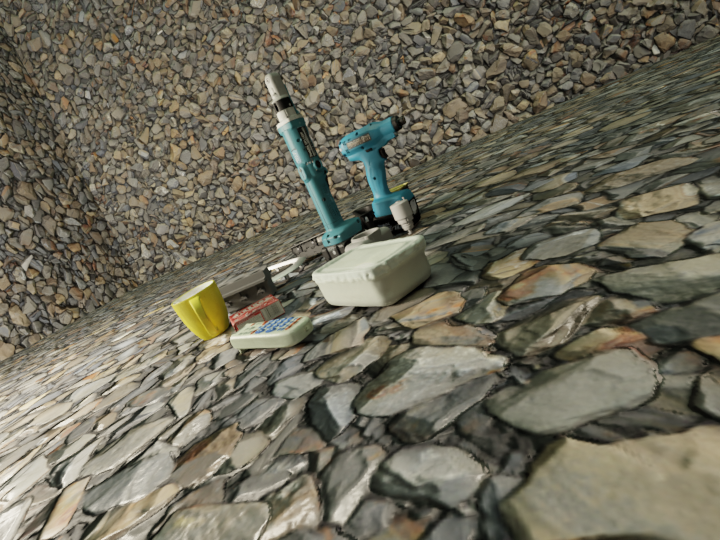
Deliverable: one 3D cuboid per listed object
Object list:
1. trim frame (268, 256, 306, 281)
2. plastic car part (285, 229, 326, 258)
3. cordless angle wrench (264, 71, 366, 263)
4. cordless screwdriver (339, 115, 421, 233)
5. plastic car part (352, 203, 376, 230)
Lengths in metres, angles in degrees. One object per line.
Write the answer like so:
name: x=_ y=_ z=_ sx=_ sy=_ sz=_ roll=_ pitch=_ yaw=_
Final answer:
trim frame: x=-0.238 y=0.020 z=1.063 sx=0.258 sy=0.027 sz=0.180 roll=-13 pitch=18 yaw=40
plastic car part: x=-0.107 y=-0.070 z=1.093 sx=0.210 sy=0.066 sz=0.065 roll=-15 pitch=14 yaw=36
cordless angle wrench: x=-0.105 y=-0.218 z=0.904 sx=0.077 sy=0.417 sz=0.095 roll=-16 pitch=12 yaw=45
cordless screwdriver: x=0.066 y=-0.210 z=0.944 sx=0.165 sy=0.245 sz=0.073 roll=-17 pitch=11 yaw=35
plastic car part: x=0.025 y=-0.127 z=1.074 sx=0.065 sy=0.070 sz=0.119 roll=-26 pitch=12 yaw=-7
